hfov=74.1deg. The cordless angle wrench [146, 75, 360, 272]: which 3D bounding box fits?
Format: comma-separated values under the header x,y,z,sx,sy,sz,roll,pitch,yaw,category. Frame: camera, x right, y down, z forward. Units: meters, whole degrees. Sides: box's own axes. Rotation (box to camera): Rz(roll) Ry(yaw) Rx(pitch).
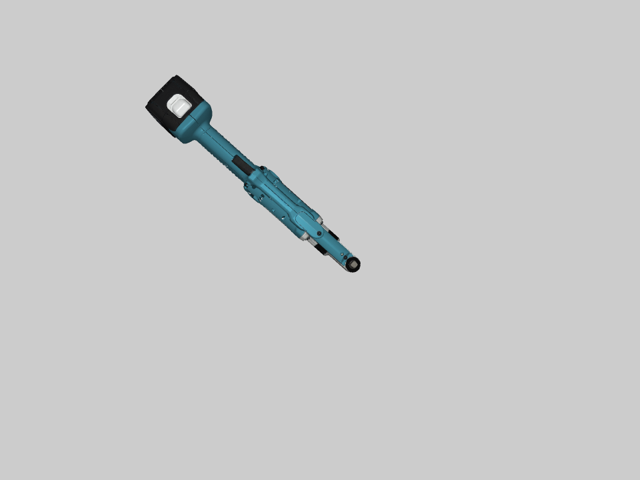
x,y,z,sx,sy,sz,roll,pitch,yaw,category
-0.095,-0.091,0.704,0.423,0.074,0.098,42,-6,-4,cordless angle wrench
